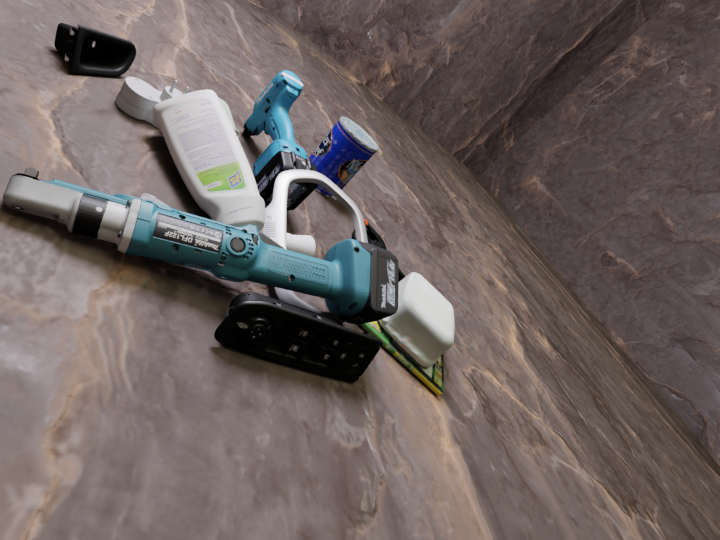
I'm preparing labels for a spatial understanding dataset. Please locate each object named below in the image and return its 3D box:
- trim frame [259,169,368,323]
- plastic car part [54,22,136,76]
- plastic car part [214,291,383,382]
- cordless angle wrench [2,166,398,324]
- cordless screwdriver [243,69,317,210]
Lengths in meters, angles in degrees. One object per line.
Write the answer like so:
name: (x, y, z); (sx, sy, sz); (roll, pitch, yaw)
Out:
trim frame: (-0.060, -0.039, 0.609); (0.175, 0.028, 0.255); (13, 61, -34)
plastic car part: (-0.406, -0.336, 0.635); (0.071, 0.066, 0.116); (29, 22, 0)
plastic car part: (-0.069, 0.069, 0.482); (0.192, 0.066, 0.071); (22, 24, -38)
cordless angle wrench: (-0.144, -0.022, 0.470); (0.404, 0.076, 0.100); (16, 66, -28)
cordless screwdriver: (-0.157, -0.220, 0.752); (0.070, 0.163, 0.257); (17, 52, -41)
